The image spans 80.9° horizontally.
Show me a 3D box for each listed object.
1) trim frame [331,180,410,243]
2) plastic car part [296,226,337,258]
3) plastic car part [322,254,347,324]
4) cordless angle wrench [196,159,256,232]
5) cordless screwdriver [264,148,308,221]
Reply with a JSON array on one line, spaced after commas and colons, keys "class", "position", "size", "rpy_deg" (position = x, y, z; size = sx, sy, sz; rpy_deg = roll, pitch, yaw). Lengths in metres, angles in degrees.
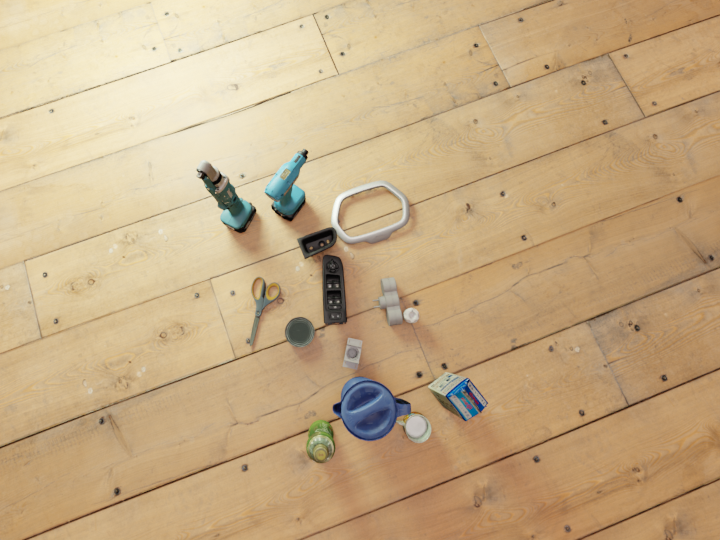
[{"class": "trim frame", "position": [0.030, -0.176, 1.298], "size": [0.247, 0.027, 0.187], "rpy_deg": [-20, 79, -4]}, {"class": "plastic car part", "position": [-0.123, -0.080, 1.258], "size": [0.116, 0.070, 0.067], "rpy_deg": [-22, 82, -5]}, {"class": "plastic car part", "position": [-0.078, 0.055, 1.231], "size": [0.066, 0.066, 0.206], "rpy_deg": [-3, 79, -3]}, {"class": "cordless angle wrench", "position": [-0.353, -0.195, 1.106], "size": [0.075, 0.420, 0.098], "rpy_deg": [28, 80, 0]}, {"class": "cordless screwdriver", "position": [-0.196, -0.239, 1.202], "size": [0.075, 0.247, 0.159], "rpy_deg": [34, 80, 1]}]
